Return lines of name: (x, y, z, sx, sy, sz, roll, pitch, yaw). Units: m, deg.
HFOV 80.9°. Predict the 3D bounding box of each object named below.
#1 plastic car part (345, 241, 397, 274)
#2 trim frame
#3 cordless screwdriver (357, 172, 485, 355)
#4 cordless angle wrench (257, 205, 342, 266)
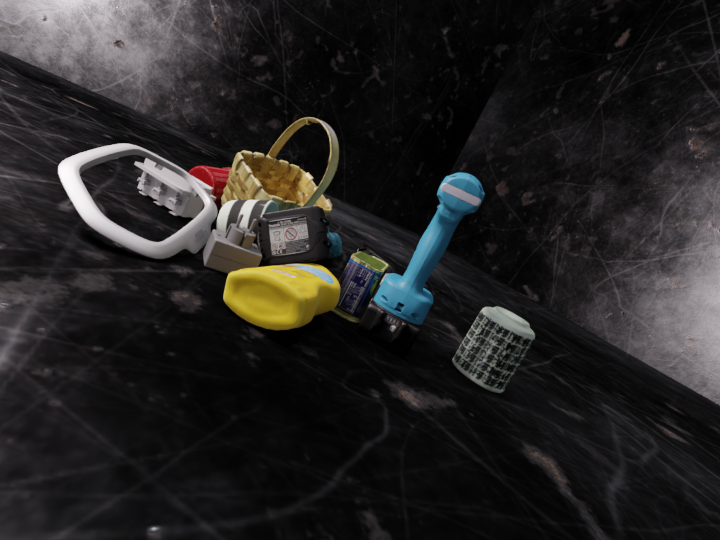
plastic car part: (0.015, -0.003, 0.883, 0.068, 0.065, 0.123, -4, 32, -41)
trim frame: (-0.277, -0.095, 0.557, 0.180, 0.028, 0.253, 39, 19, -13)
cordless screwdriver: (0.090, -0.017, 0.585, 0.076, 0.248, 0.157, 28, 15, 7)
cordless angle wrench: (-0.075, -0.049, 0.769, 0.099, 0.074, 0.417, -8, 0, 5)
